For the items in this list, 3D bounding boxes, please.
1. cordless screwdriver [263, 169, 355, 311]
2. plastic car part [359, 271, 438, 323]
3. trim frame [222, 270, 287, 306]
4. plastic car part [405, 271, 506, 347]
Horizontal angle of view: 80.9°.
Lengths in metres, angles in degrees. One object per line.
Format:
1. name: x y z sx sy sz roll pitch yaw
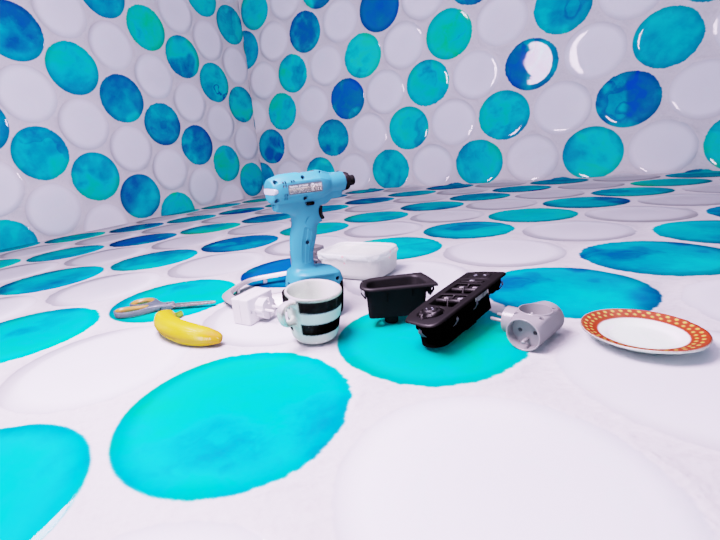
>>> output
1. cordless screwdriver: -0.071 -0.046 0.722 0.154 0.245 0.078 -13 14 -28
2. plastic car part: 0.055 0.047 0.667 0.115 0.070 0.068 -9 14 -10
3. trim frame: -0.162 0.034 0.876 0.246 0.027 0.189 -9 16 -9
4. plastic car part: 0.138 0.055 0.611 0.070 0.066 0.196 8 21 43
